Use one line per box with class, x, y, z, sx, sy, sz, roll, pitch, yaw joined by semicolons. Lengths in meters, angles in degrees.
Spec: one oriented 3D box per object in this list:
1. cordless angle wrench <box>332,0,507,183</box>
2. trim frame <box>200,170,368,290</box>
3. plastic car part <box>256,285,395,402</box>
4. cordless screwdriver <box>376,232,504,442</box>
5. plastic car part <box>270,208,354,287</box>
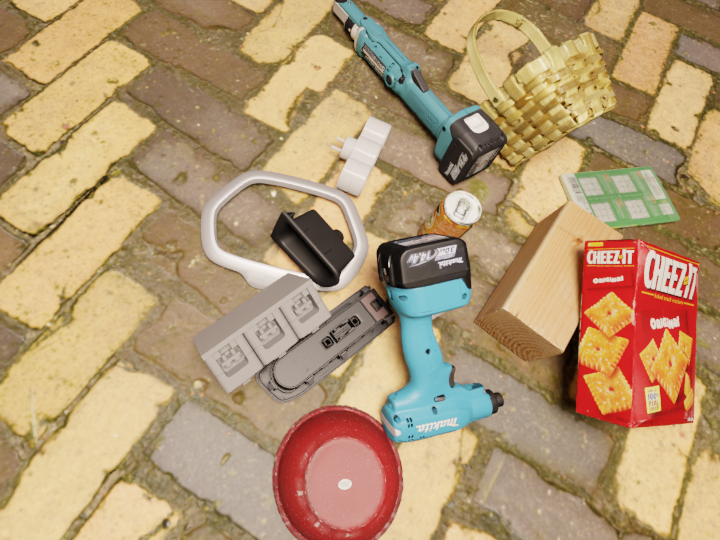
cordless angle wrench;0.071;-0.335;0.725;0.073;0.096;0.437;-28;70;-18
trim frame;-0.110;-0.058;0.619;0.247;0.027;0.187;13;66;-3
plastic car part;-0.040;0.095;0.549;0.201;0.067;0.067;-36;86;-16
cordless screwdriver;0.101;0.080;0.519;0.156;0.077;0.246;-6;98;-15
plastic car part;-0.057;-0.037;0.579;0.118;0.066;0.070;44;55;6
